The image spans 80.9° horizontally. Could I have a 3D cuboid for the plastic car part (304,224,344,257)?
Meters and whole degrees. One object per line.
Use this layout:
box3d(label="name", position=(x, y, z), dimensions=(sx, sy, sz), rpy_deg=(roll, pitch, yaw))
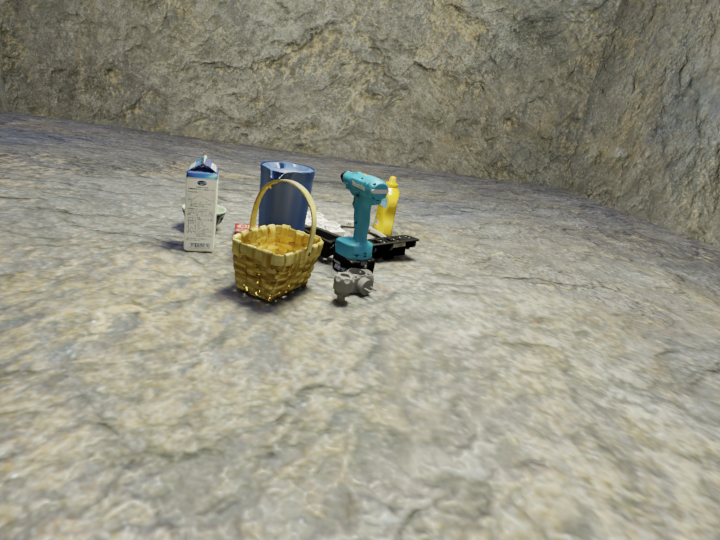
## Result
box3d(label="plastic car part", position=(-0.110, -0.072, 1.127), dimensions=(0.122, 0.070, 0.064), rpy_deg=(22, 24, 30))

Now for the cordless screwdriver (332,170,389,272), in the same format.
box3d(label="cordless screwdriver", position=(-0.016, -0.118, 1.039), dimensions=(0.071, 0.245, 0.168), rpy_deg=(-3, 24, -34))

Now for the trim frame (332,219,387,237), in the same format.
box3d(label="trim frame", position=(0.001, -0.114, 1.333), dimensions=(0.177, 0.027, 0.263), rpy_deg=(-6, 26, -33))

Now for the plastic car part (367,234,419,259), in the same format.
box3d(label="plastic car part", position=(0.063, -0.064, 1.178), dimensions=(0.195, 0.066, 0.070), rpy_deg=(-4, 25, -30))
